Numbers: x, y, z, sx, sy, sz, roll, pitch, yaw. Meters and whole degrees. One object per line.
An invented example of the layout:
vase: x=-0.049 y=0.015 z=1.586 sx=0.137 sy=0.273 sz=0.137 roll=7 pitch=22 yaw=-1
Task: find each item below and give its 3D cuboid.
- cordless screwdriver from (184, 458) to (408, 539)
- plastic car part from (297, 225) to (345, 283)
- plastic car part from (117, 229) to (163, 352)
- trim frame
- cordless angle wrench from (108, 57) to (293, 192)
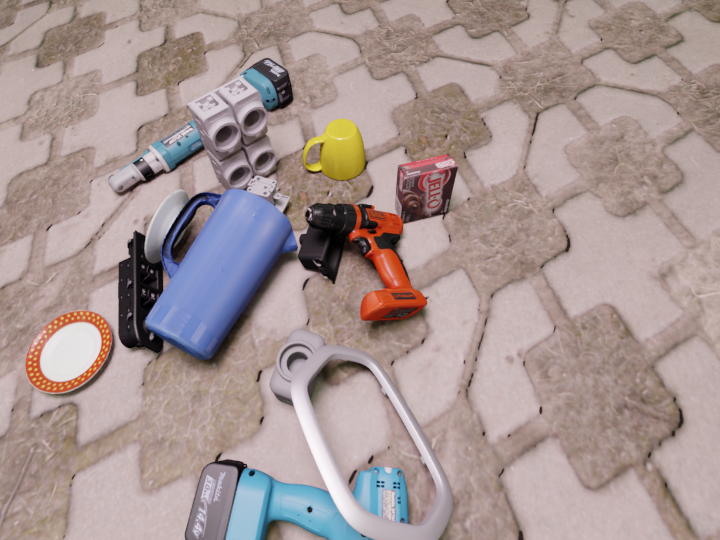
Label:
cordless screwdriver: x=-0.070 y=0.306 z=0.482 sx=0.250 sy=0.072 sz=0.163 roll=3 pitch=59 yaw=1
plastic car part: x=-0.069 y=-0.045 z=0.706 sx=0.073 sy=0.063 sz=0.119 roll=-2 pitch=54 yaw=18
plastic car part: x=-0.355 y=0.037 z=0.672 sx=0.067 sy=0.063 sz=0.211 roll=-23 pitch=60 yaw=0
trim frame: x=0.012 y=0.195 z=0.508 sx=0.175 sy=0.027 sz=0.261 roll=0 pitch=42 yaw=-40
cordless angle wrench: x=-0.324 y=-0.289 z=0.866 sx=0.419 sy=0.072 sz=0.102 roll=-42 pitch=66 yaw=-16
